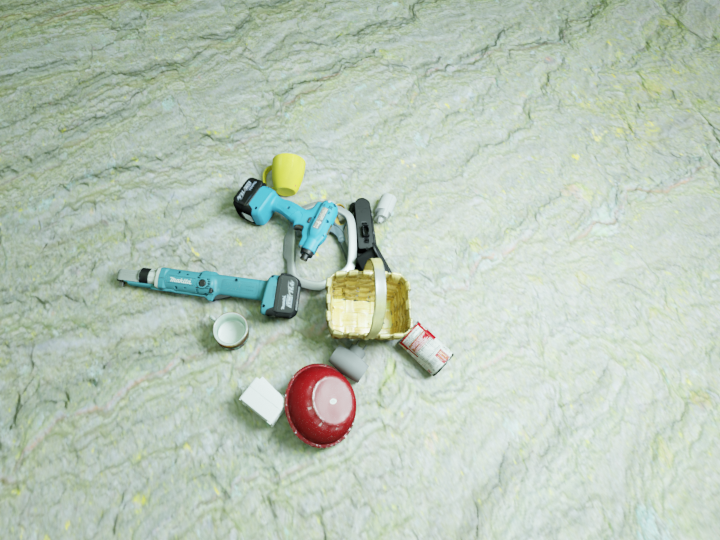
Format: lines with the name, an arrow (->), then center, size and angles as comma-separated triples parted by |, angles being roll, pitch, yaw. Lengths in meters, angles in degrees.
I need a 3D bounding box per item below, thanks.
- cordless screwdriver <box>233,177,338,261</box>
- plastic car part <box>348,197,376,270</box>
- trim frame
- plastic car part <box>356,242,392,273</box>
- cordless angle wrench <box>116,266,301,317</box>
cordless screwdriver -> -0.194, -0.126, 1.034 | 0.256, 0.072, 0.160 | 19, 68, 15
plastic car part -> 0.005, -0.101, 1.061 | 0.066, 0.065, 0.209 | -5, 60, -1
trim frame -> -0.101, -0.066, 1.036 | 0.186, 0.026, 0.255 | -4, 64, 6
plastic car part -> 0.029, -0.004, 0.991 | 0.072, 0.067, 0.113 | -30, 107, 11
cordless angle wrench -> -0.350, 0.034, 0.960 | 0.427, 0.073, 0.099 | 7, 80, 5
